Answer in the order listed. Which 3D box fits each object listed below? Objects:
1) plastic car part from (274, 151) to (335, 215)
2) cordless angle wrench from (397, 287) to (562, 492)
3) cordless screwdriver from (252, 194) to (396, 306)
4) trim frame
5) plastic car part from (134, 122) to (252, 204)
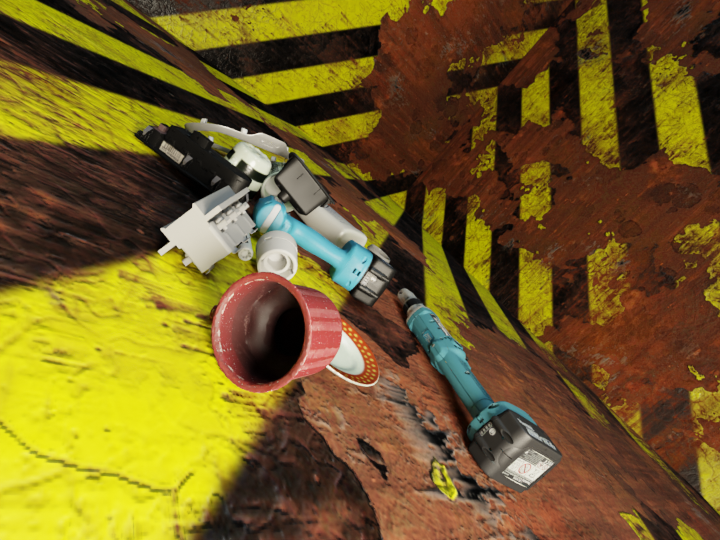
[{"bbox_3d":[-0.112,-0.143,0.749,0.112,0.070,0.069,48,-13,-25],"label":"plastic car part"},{"bbox_3d":[0.143,0.141,0.695,0.094,0.074,0.441,34,13,-27],"label":"cordless angle wrench"},{"bbox_3d":[-0.069,-0.045,0.708,0.242,0.074,0.164,32,6,-15],"label":"cordless screwdriver"},{"bbox_3d":[-0.224,-0.245,0.826,0.235,0.027,0.194,14,-1,-45],"label":"trim frame"},{"bbox_3d":[-0.238,-0.163,0.636,0.207,0.067,0.065,41,7,9],"label":"plastic car part"}]
